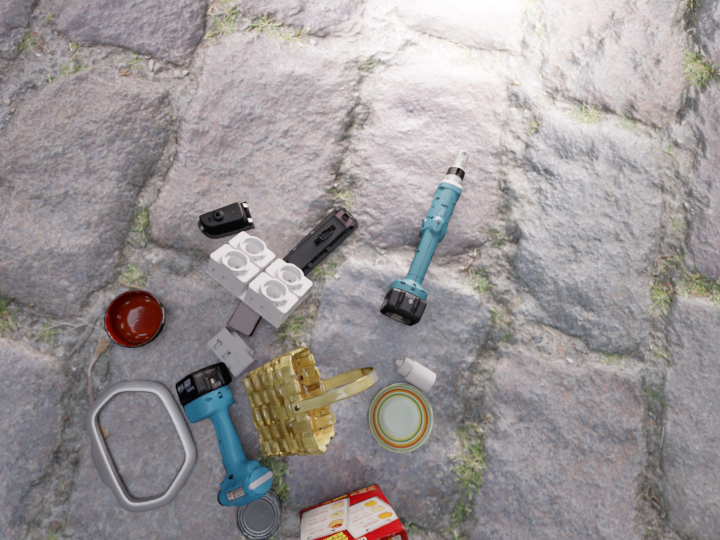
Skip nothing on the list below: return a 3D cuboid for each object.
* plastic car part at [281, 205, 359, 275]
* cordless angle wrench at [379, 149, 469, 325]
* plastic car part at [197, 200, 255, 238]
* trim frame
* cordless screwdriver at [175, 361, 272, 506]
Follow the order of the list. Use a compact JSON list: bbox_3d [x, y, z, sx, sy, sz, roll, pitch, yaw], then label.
[{"bbox_3d":[-0.089,-0.058,0.911,0.202,0.068,0.066,-44,93,-9],"label":"plastic car part"},{"bbox_3d":[0.159,-0.090,0.919,0.075,0.097,0.425,24,74,1],"label":"cordless angle wrench"},{"bbox_3d":[-0.292,-0.111,0.903,0.115,0.071,0.067,-18,81,-12],"label":"plastic car part"},{"bbox_3d":[-0.427,0.333,0.816,0.182,0.027,0.252,-29,82,-11],"label":"trim frame"},{"bbox_3d":[-0.266,0.312,0.791,0.071,0.161,0.256,-10,64,-50],"label":"cordless screwdriver"}]
